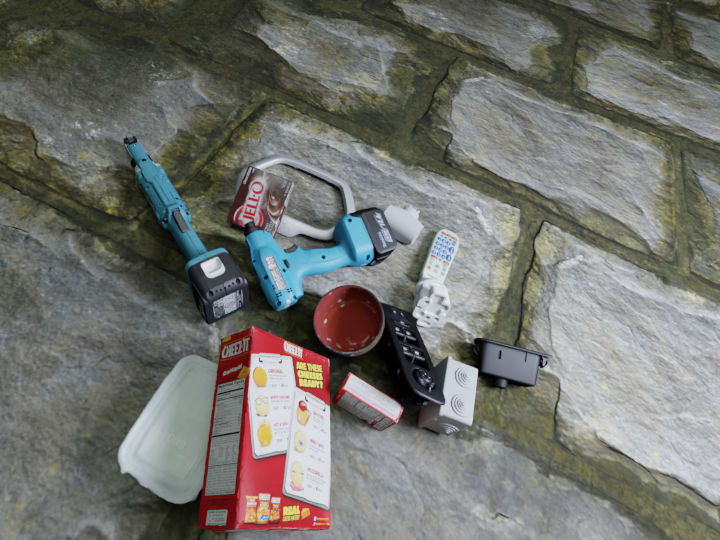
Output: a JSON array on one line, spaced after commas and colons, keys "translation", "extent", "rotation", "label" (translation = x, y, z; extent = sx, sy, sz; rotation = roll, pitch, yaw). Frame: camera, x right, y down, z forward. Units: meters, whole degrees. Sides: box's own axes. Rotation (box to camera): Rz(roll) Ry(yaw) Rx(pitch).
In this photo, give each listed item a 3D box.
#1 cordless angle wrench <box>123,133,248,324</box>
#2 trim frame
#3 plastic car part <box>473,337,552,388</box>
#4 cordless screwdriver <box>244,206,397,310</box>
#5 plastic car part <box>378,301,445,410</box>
[{"translation": [-0.329, -0.100, 0.741], "extent": [0.073, 0.096, 0.442], "rotation": [-26, 61, -26], "label": "cordless angle wrench"}, {"translation": [-0.127, -0.147, 0.840], "extent": [0.250, 0.027, 0.185], "rotation": [24, 55, 3], "label": "trim frame"}, {"translation": [0.239, 0.158, 0.693], "extent": [0.117, 0.065, 0.072], "rotation": [12, 71, 0], "label": "plastic car part"}, {"translation": [-0.073, -0.047, 0.743], "extent": [0.243, 0.074, 0.163], "rotation": [-23, 77, -20], "label": "cordless screwdriver"}, {"translation": [0.063, 0.131, 0.641], "extent": [0.064, 0.067, 0.211], "rotation": [29, 17, -24], "label": "plastic car part"}]
